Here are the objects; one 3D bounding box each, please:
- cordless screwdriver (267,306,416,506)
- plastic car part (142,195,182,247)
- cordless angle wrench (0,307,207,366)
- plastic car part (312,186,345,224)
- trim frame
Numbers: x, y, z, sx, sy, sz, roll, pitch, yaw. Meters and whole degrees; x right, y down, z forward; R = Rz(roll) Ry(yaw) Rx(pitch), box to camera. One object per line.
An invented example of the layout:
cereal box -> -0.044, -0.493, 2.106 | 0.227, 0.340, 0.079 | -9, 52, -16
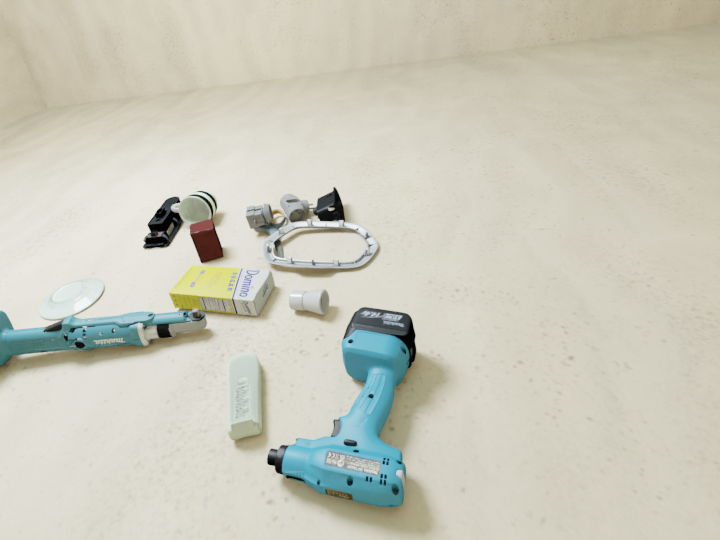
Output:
cordless screwdriver -> -0.011, 0.161, 0.552 | 0.164, 0.071, 0.252 | 1, 40, 15
plastic car part -> -0.504, -0.134, 1.093 | 0.067, 0.064, 0.208 | -12, 32, 7
cordless angle wrench -> -0.478, 0.109, 0.732 | 0.422, 0.095, 0.077 | -5, 34, -1
plastic car part -> -0.079, -0.149, 1.016 | 0.071, 0.063, 0.120 | -21, 31, 6
trim frame -> -0.088, -0.058, 0.900 | 0.253, 0.026, 0.187 | 4, 39, 10
